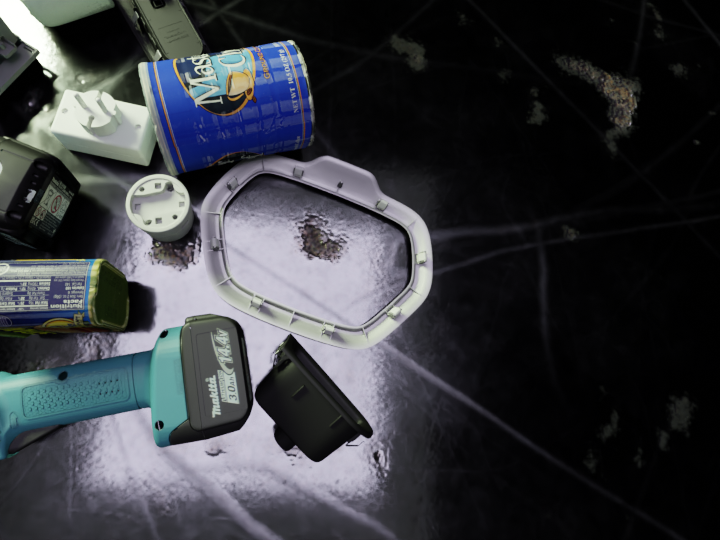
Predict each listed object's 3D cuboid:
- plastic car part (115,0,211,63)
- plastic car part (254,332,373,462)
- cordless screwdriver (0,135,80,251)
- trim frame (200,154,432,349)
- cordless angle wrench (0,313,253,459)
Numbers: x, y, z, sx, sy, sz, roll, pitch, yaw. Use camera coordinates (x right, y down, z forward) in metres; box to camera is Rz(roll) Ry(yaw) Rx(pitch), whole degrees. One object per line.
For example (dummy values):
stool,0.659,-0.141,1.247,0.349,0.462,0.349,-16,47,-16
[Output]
plastic car part,-0.212,-0.275,0.452,0.065,0.068,0.205,-26,84,-22
plastic car part,-0.051,0.125,0.378,0.071,0.066,0.117,-39,89,-1
cordless screwdriver,-0.373,-0.096,0.331,0.246,0.160,0.075,19,76,-7
trim frame,-0.042,-0.028,0.431,0.248,0.027,0.185,21,73,-1
cordless angle wrench,-0.302,0.117,0.336,0.418,0.074,0.099,-10,79,-8
